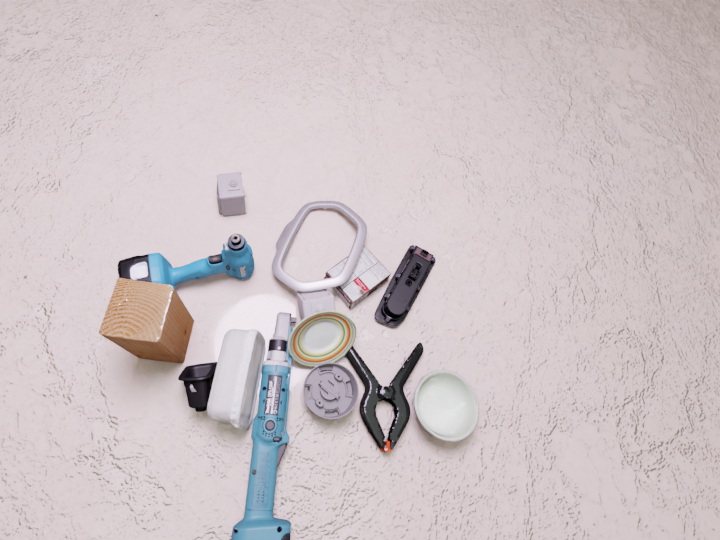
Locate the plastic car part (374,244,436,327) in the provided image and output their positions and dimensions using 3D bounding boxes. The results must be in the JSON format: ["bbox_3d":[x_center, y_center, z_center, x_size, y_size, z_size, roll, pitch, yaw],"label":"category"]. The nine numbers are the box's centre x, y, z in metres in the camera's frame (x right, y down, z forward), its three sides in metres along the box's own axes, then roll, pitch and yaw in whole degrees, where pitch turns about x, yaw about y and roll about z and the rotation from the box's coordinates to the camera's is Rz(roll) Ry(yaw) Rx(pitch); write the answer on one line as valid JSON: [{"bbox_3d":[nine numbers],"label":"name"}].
[{"bbox_3d":[0.101,0.029,0.893,0.066,0.067,0.203,33,68,-2],"label":"plastic car part"}]

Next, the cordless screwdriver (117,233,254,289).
[{"bbox_3d":[-0.328,-0.008,0.805,0.245,0.157,0.076,-12,71,-11],"label":"cordless screwdriver"}]

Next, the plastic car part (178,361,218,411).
[{"bbox_3d":[-0.282,0.208,0.744,0.065,0.118,0.071,-7,93,-11],"label":"plastic car part"}]

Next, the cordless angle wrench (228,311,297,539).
[{"bbox_3d":[-0.158,0.277,0.744,0.097,0.073,0.433,5,63,-7],"label":"cordless angle wrench"}]

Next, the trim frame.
[{"bbox_3d":[-0.088,-0.058,0.905,0.188,0.026,0.251,14,58,12],"label":"trim frame"}]
